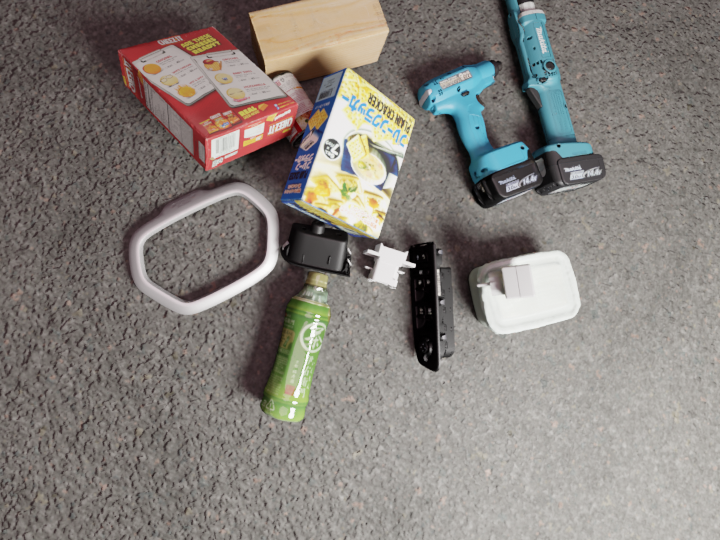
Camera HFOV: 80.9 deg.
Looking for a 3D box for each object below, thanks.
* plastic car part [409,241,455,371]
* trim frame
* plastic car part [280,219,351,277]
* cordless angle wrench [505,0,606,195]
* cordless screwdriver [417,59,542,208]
[{"bbox_3d":[0.119,0.058,0.691,0.064,0.069,0.204,7,80,-34],"label":"plastic car part"},{"bbox_3d":[-0.246,-0.040,0.679,0.247,0.027,0.185,-29,88,-7],"label":"trim frame"},{"bbox_3d":[-0.065,-0.043,0.665,0.116,0.067,0.070,14,119,-5],"label":"plastic car part"},{"bbox_3d":[0.320,-0.348,0.754,0.097,0.074,0.427,-10,82,-9],"label":"cordless angle wrench"},{"bbox_3d":[0.223,-0.243,0.729,0.158,0.074,0.252,-26,83,-9],"label":"cordless screwdriver"}]
